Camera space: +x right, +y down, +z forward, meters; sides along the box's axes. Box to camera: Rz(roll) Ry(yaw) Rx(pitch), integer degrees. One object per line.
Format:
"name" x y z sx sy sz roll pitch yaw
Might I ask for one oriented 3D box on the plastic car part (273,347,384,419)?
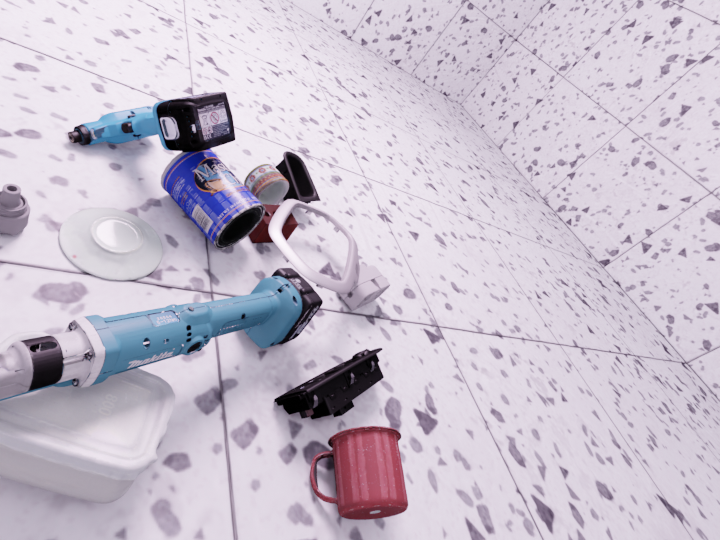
"plastic car part" -0.024 0.160 0.600 0.196 0.067 0.068 -22 77 -54

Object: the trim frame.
"trim frame" -0.071 -0.047 0.730 0.181 0.027 0.253 32 24 -12

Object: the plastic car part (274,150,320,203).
"plastic car part" -0.145 -0.183 0.889 0.063 0.073 0.118 -12 75 -52

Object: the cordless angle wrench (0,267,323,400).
"cordless angle wrench" -0.191 0.064 0.451 0.077 0.098 0.406 43 22 18

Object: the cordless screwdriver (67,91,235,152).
"cordless screwdriver" -0.326 -0.224 0.656 0.261 0.072 0.156 11 32 33
